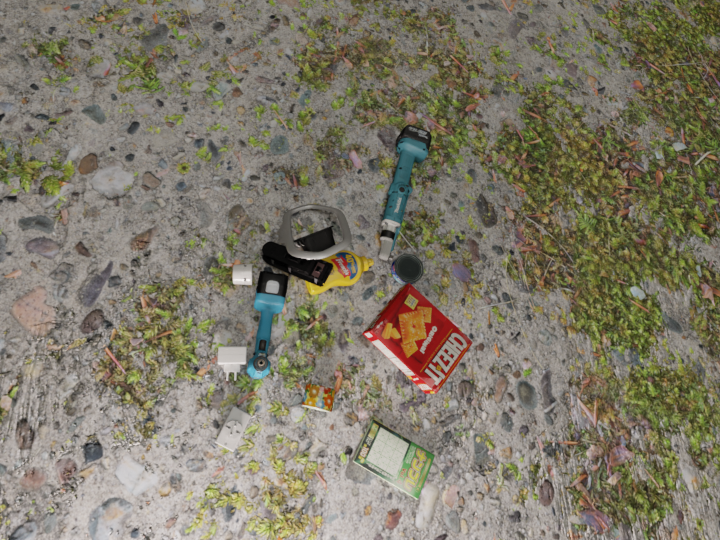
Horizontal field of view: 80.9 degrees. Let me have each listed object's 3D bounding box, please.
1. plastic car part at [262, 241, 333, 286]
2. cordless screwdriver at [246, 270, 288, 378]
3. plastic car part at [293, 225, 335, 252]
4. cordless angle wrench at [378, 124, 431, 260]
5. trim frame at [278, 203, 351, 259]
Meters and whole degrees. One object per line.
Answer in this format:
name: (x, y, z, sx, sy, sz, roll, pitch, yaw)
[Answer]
plastic car part: (-0.175, -0.026, 1.074, 0.213, 0.064, 0.066, 20, 81, 28)
cordless screwdriver: (-0.223, 0.124, 0.998, 0.073, 0.159, 0.253, 10, 68, -12)
plastic car part: (-0.112, -0.073, 1.145, 0.114, 0.068, 0.071, -20, 93, -21)
cordless angle wrench: (0.114, -0.226, 1.233, 0.097, 0.074, 0.427, 18, 71, -6)
trim frame: (-0.121, -0.106, 1.101, 0.182, 0.027, 0.259, -8, 41, -7)
